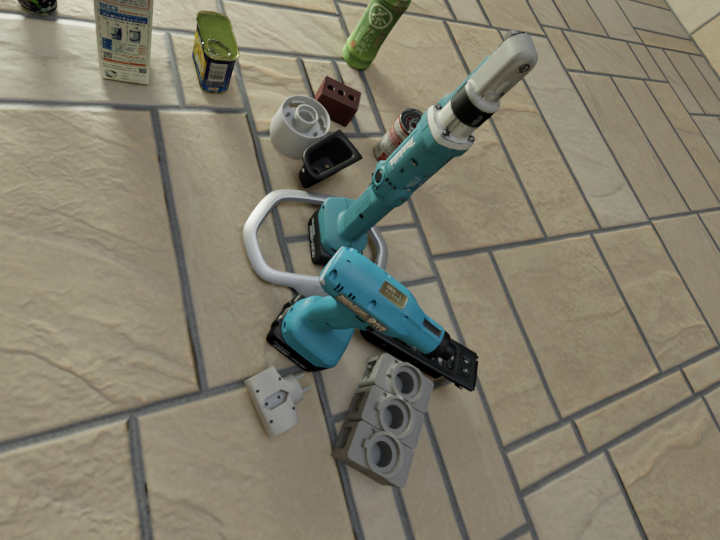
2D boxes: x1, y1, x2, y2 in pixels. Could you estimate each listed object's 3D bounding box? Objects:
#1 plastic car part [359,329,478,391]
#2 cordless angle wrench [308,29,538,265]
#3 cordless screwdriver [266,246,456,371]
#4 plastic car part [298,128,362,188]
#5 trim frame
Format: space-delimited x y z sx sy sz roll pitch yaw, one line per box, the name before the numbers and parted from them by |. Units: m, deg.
plastic car part | 0.081 0.114 0.651 0.200 0.068 0.067 32 58 -9
cordless angle wrench | 0.044 -0.115 0.527 0.071 0.429 0.100 4 69 -27
cordless screwdriver | -0.014 0.072 0.518 0.157 0.252 0.074 39 57 -8
plastic car part | -0.065 -0.179 0.719 0.114 0.072 0.066 -40 90 -33
trim frame | -0.067 -0.044 0.681 0.240 0.028 0.189 6 65 -22
